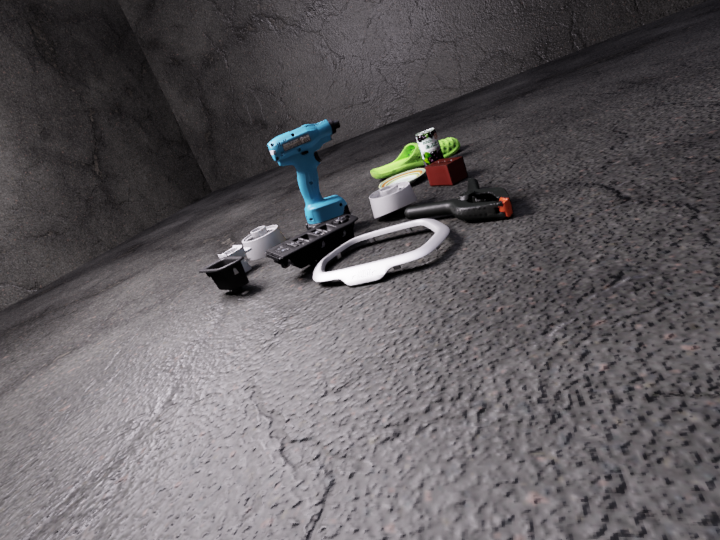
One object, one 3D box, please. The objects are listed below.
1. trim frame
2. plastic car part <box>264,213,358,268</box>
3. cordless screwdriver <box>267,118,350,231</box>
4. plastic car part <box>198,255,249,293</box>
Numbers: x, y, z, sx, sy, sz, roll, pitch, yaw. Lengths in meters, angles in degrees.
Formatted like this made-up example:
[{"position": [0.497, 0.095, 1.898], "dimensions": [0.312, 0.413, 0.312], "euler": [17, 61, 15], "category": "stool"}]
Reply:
[{"position": [0.029, -0.032, 0.716], "dimensions": [0.257, 0.027, 0.183], "euler": [-12, 24, 27], "category": "trim frame"}, {"position": [-0.081, -0.053, 0.826], "dimensions": [0.199, 0.065, 0.069], "euler": [-34, 22, -27], "category": "plastic car part"}, {"position": [-0.081, -0.194, 0.919], "dimensions": [0.158, 0.242, 0.077], "euler": [-25, 17, -8], "category": "cordless screwdriver"}, {"position": [-0.266, 0.013, 0.855], "dimensions": [0.065, 0.069, 0.122], "euler": [-36, 23, -33], "category": "plastic car part"}]
